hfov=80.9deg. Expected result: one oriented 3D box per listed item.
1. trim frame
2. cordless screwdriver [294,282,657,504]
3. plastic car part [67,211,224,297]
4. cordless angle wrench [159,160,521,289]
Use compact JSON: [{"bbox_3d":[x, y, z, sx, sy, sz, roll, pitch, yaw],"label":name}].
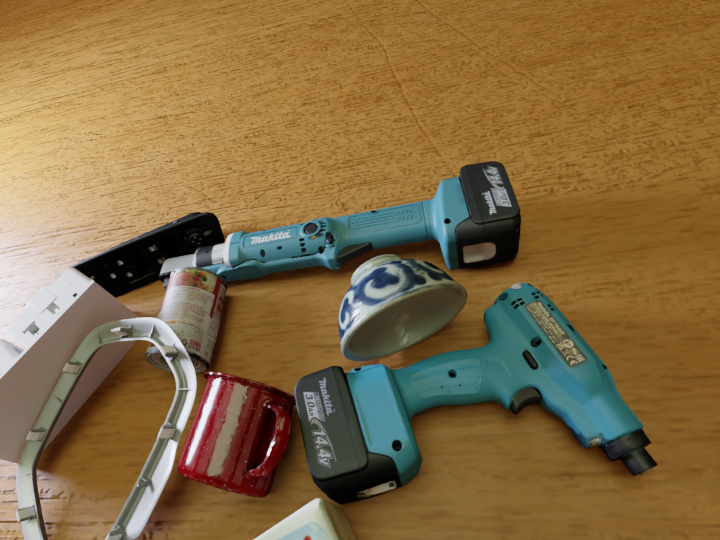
[{"bbox_3d":[-0.247,0.162,0.400,0.193,0.026,0.249,23,81,26],"label":"trim frame"},{"bbox_3d":[0.080,0.119,0.343,0.248,0.071,0.167,-22,52,-4],"label":"cordless screwdriver"},{"bbox_3d":[-0.278,-0.026,0.573,0.204,0.064,0.069,-21,27,3],"label":"plastic car part"},{"bbox_3d":[-0.048,-0.032,0.495,0.432,0.071,0.101,-9,53,14],"label":"cordless angle wrench"}]
